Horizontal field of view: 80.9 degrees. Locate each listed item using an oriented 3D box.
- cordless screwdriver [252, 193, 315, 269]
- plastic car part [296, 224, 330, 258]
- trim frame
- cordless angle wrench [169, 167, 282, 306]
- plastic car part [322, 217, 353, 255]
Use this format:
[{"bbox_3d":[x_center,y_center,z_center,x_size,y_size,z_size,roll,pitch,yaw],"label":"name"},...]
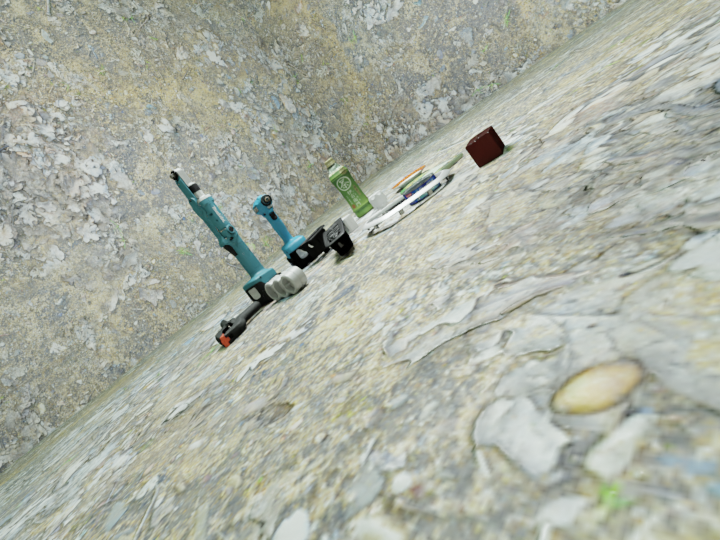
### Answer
[{"bbox_3d":[-0.226,-0.119,1.252,0.074,0.246,0.163,-39,8,-16],"label":"cordless screwdriver"},{"bbox_3d":[-0.118,-0.077,1.208,0.068,0.070,0.115,-30,12,39],"label":"plastic car part"},{"bbox_3d":[0.107,-0.161,0.983,0.248,0.027,0.187,-37,11,0],"label":"trim frame"},{"bbox_3d":[-0.357,-0.096,1.119,0.076,0.418,0.097,-33,7,37],"label":"cordless angle wrench"},{"bbox_3d":[-0.053,-0.076,1.022,0.066,0.066,0.205,-36,11,4],"label":"plastic car part"}]
